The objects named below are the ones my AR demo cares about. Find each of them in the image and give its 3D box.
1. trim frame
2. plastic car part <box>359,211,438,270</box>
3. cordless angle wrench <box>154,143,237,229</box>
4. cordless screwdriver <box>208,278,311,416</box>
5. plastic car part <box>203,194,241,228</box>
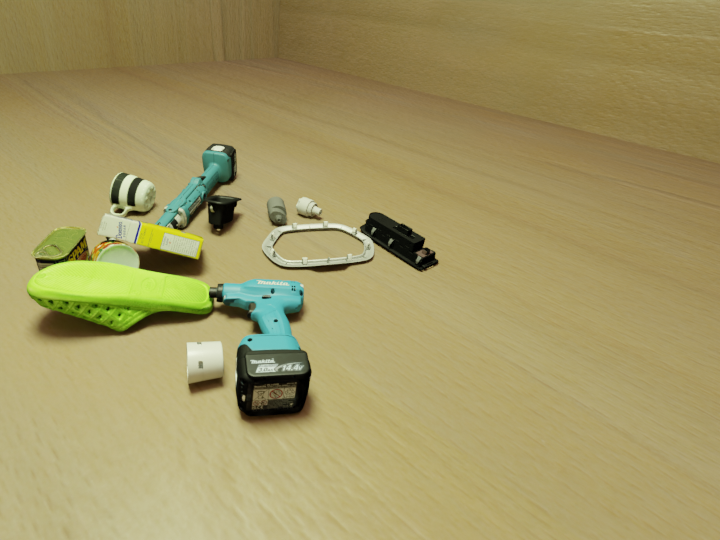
[{"bbox_3d":[-0.090,-0.059,0.920,0.242,0.027,0.193,-4,35,-17],"label":"trim frame"},{"bbox_3d":[0.078,-0.076,0.943,0.064,0.065,0.215,-28,43,-32],"label":"plastic car part"},{"bbox_3d":[-0.401,-0.185,1.019,0.075,0.095,0.431,8,38,0],"label":"cordless angle wrench"},{"bbox_3d":[-0.157,0.093,0.635,0.156,0.073,0.259,2,30,-13],"label":"cordless screwdriver"},{"bbox_3d":[-0.316,-0.130,0.953,0.066,0.070,0.118,6,17,-1],"label":"plastic car part"}]
